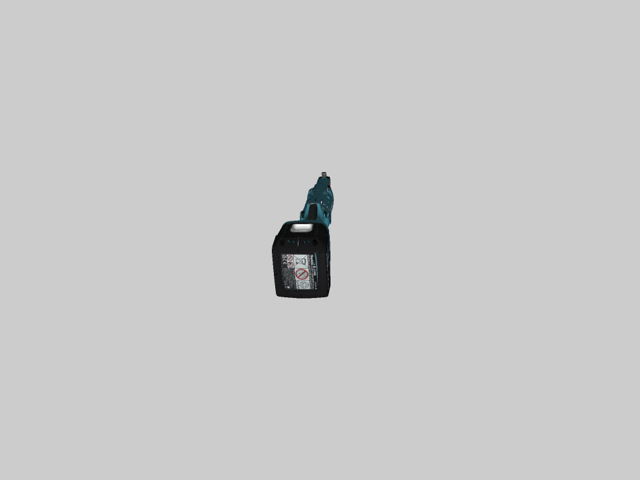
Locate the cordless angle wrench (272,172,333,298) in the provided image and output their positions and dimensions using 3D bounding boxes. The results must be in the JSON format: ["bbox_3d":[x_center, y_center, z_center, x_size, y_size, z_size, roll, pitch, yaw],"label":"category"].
[{"bbox_3d":[-0.009,-0.041,0.753,0.074,0.098,0.421,0,24,6],"label":"cordless angle wrench"}]
